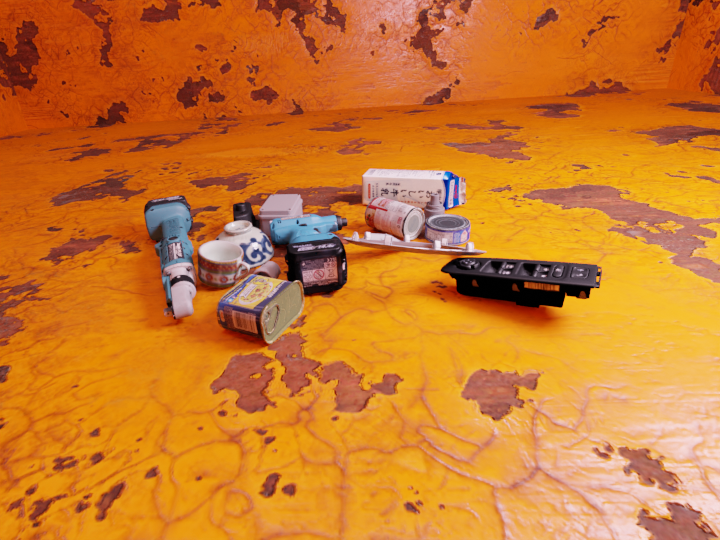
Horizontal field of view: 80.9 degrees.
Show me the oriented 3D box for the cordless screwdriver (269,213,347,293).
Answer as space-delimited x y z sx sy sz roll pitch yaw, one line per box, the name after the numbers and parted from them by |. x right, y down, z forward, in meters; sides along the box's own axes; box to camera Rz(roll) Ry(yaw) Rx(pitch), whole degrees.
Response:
-0.075 -0.049 0.767 0.157 0.072 0.259 -10 25 -13 | cordless screwdriver

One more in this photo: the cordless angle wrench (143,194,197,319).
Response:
-0.344 -0.036 0.784 0.096 0.072 0.446 -14 32 -20 | cordless angle wrench

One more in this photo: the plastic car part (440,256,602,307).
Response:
0.221 0.015 0.605 0.213 0.065 0.065 10 36 32 | plastic car part

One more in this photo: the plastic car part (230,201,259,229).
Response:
-0.254 -0.113 0.912 0.065 0.069 0.121 -9 25 -9 | plastic car part

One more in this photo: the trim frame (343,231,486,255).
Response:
0.089 -0.045 0.699 0.237 0.027 0.194 -2 9 -36 | trim frame
